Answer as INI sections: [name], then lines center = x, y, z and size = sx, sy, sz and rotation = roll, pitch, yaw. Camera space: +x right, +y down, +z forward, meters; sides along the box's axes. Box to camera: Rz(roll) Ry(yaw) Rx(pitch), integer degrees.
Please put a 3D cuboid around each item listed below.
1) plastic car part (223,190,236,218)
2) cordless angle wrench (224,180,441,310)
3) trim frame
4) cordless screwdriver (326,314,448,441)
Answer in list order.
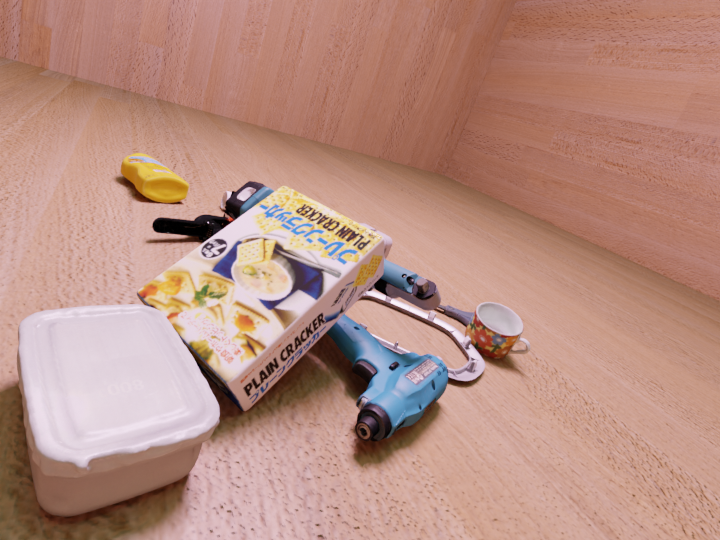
[plastic car part]
center = -0.207, -0.102, 0.839
size = 0.112, 0.066, 0.074
rotation = 13, 35, -24
[cordless angle wrench]
center = -0.060, -0.039, 0.615
size = 0.448, 0.074, 0.093
rotation = 27, -24, 44
[trim frame]
center = 0.062, 0.083, 0.623
size = 0.255, 0.027, 0.181
rotation = 24, 22, 12
[cordless screwdriver]
center = -0.033, 0.081, 0.486
size = 0.261, 0.074, 0.153
rotation = 34, 25, 27
